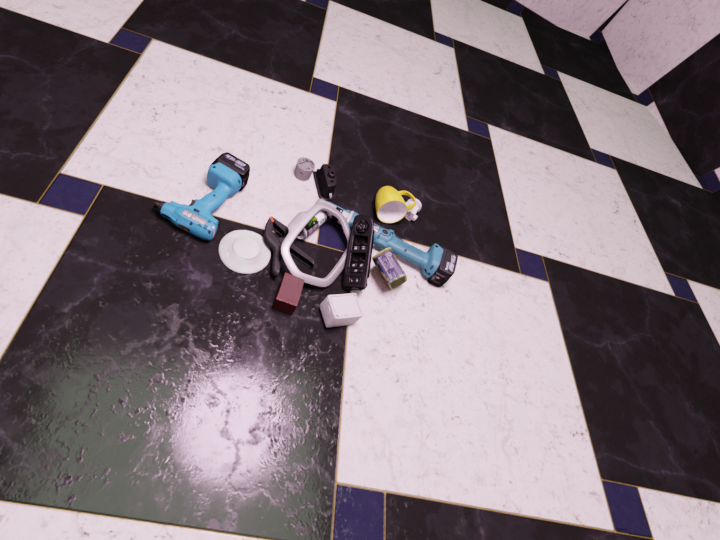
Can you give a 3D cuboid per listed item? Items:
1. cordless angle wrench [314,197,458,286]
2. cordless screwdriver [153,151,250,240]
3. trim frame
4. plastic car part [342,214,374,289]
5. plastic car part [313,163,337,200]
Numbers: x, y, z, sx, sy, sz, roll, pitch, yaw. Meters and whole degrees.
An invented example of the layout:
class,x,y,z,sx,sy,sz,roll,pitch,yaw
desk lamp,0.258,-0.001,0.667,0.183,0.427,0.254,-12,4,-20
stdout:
class,x,y,z,sx,sy,sz,roll,pitch,yaw
cordless angle wrench,0.061,-0.093,1.185,0.424,0.074,0.098,27,51,2
cordless screwdriver,-0.397,-0.202,1.084,0.158,0.074,0.251,25,55,-4
trim frame,-0.106,-0.069,1.085,0.179,0.028,0.248,45,54,-15
plastic car part,0.006,-0.047,1.104,0.063,0.069,0.205,23,69,-55
plastic car part,-0.095,-0.269,1.248,0.064,0.070,0.121,2,54,-21
